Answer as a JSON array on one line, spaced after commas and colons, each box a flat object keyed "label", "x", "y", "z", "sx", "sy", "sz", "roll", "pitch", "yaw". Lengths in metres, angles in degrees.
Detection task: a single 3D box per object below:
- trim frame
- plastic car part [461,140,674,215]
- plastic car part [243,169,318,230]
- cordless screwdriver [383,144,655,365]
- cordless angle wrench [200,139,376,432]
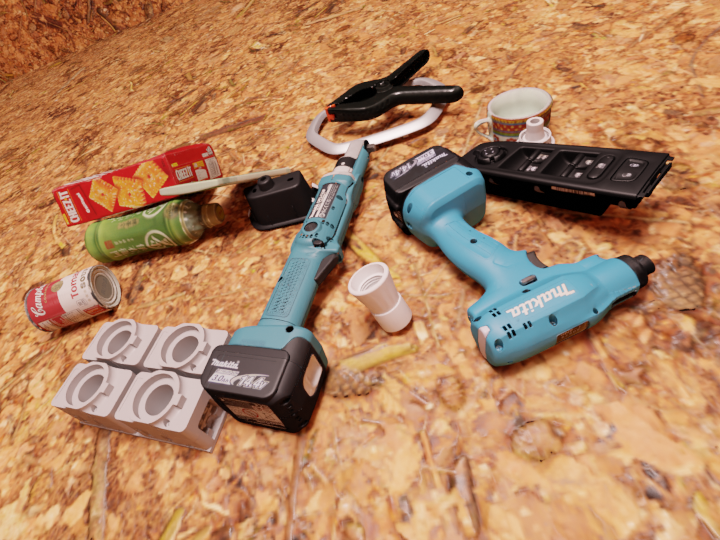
[{"label": "trim frame", "x": 0.025, "y": -0.262, "z": 0.713, "sx": 0.252, "sy": 0.026, "sz": 0.191, "roll": -17, "pitch": 47, "yaw": 12}, {"label": "plastic car part", "x": 0.203, "y": -0.102, "z": 0.458, "sx": 0.215, "sy": 0.063, "sz": 0.066, "roll": 28, "pitch": 71, "yaw": 44}, {"label": "plastic car part", "x": -0.118, "y": -0.106, "z": 0.605, "sx": 0.118, "sy": 0.067, "sz": 0.068, "roll": -12, "pitch": 45, "yaw": 9}, {"label": "cordless screwdriver", "x": 0.136, "y": -0.039, "z": 0.431, "sx": 0.159, "sy": 0.071, "sz": 0.262, "roll": -27, "pitch": 48, "yaw": -2}, {"label": "cordless angle wrench", "x": -0.050, "y": -0.033, "z": 0.512, "sx": 0.101, "sy": 0.071, "sz": 0.428, "roll": -2, "pitch": 48, "yaw": 22}]
